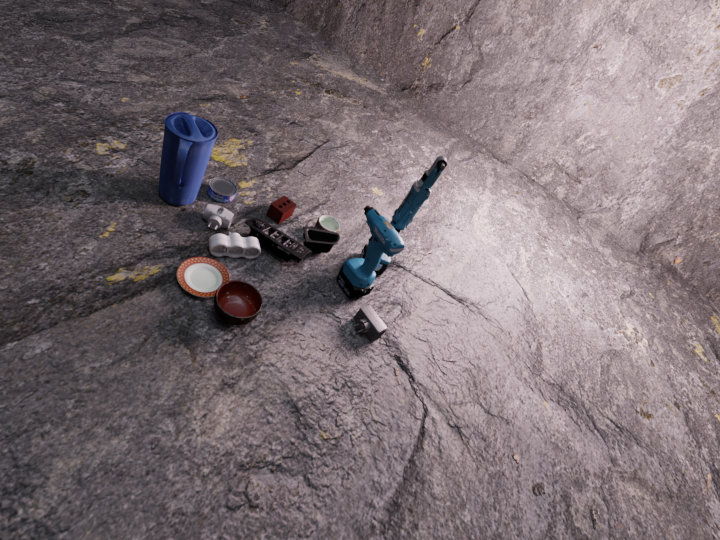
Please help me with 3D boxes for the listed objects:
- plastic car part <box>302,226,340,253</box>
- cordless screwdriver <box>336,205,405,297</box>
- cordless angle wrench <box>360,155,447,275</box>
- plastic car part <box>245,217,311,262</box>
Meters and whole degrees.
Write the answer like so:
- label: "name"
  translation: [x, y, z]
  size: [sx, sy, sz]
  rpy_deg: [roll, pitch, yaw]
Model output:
- label: "plastic car part"
  translation: [-0.124, -0.081, 1.269]
  size: [0.112, 0.071, 0.069]
  rpy_deg: [9, 44, -23]
- label: "cordless screwdriver"
  translation: [0.013, -0.048, 1.174]
  size: [0.071, 0.248, 0.166]
  rpy_deg: [-7, 53, -38]
- label: "cordless angle wrench"
  translation: [0.122, -0.154, 1.214]
  size: [0.073, 0.422, 0.100]
  rpy_deg: [21, 41, -15]
- label: "plastic car part"
  translation: [-0.241, -0.081, 1.204]
  size: [0.206, 0.067, 0.065]
  rpy_deg: [35, 39, 8]
